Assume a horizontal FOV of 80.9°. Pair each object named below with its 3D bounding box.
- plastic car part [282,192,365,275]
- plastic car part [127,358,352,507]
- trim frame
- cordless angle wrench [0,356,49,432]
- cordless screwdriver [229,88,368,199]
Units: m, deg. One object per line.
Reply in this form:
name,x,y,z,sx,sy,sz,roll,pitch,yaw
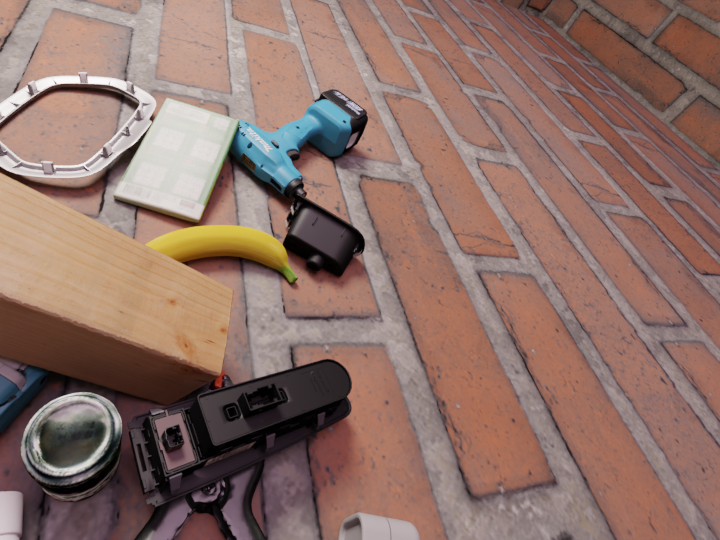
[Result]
plastic car part,-0.055,-0.036,0.559,0.116,0.066,0.071,32,59,-2
plastic car part,-0.081,0.116,0.360,0.193,0.067,0.070,-3,44,-45
trim frame,-0.377,-0.202,0.560,0.182,0.027,0.254,14,44,-7
cordless angle wrench,-0.306,0.155,0.251,0.097,0.074,0.427,26,42,-6
cordless screwdriver,-0.080,-0.205,0.688,0.164,0.074,0.243,43,50,13
